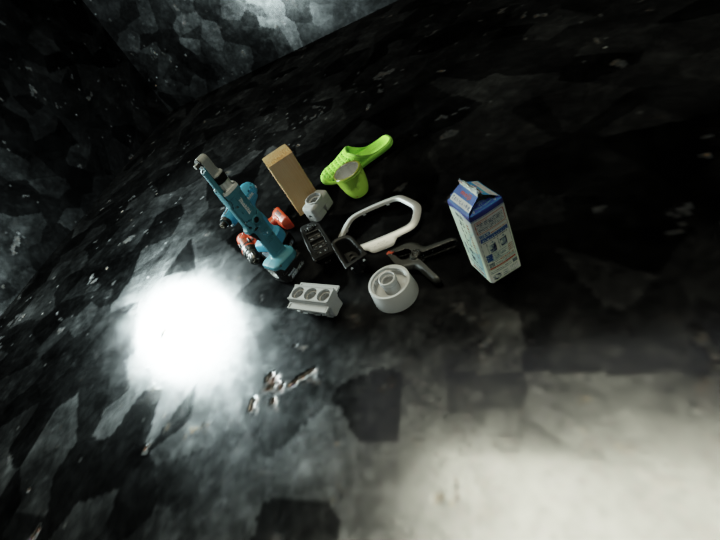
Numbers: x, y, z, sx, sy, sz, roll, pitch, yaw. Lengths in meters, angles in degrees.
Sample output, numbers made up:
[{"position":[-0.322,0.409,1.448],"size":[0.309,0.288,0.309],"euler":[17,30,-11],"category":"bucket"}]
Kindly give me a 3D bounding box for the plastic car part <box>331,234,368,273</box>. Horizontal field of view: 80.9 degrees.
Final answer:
[{"position":[-0.021,-0.036,1.084],"size":[0.066,0.067,0.123],"euler":[-35,39,-1],"category":"plastic car part"}]

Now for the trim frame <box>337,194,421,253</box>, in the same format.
[{"position":[0.048,-0.124,1.156],"size":[0.253,0.026,0.190],"euler":[-21,41,15],"category":"trim frame"}]

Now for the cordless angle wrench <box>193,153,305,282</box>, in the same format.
[{"position":[-0.286,-0.132,1.099],"size":[0.078,0.401,0.098],"euler":[12,56,42],"category":"cordless angle wrench"}]

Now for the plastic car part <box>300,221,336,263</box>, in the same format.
[{"position":[-0.117,-0.076,1.192],"size":[0.066,0.063,0.213],"euler":[-33,40,1],"category":"plastic car part"}]

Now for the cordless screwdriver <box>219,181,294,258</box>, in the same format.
[{"position":[-0.300,-0.115,1.222],"size":[0.078,0.236,0.160],"euler":[-1,49,34],"category":"cordless screwdriver"}]
